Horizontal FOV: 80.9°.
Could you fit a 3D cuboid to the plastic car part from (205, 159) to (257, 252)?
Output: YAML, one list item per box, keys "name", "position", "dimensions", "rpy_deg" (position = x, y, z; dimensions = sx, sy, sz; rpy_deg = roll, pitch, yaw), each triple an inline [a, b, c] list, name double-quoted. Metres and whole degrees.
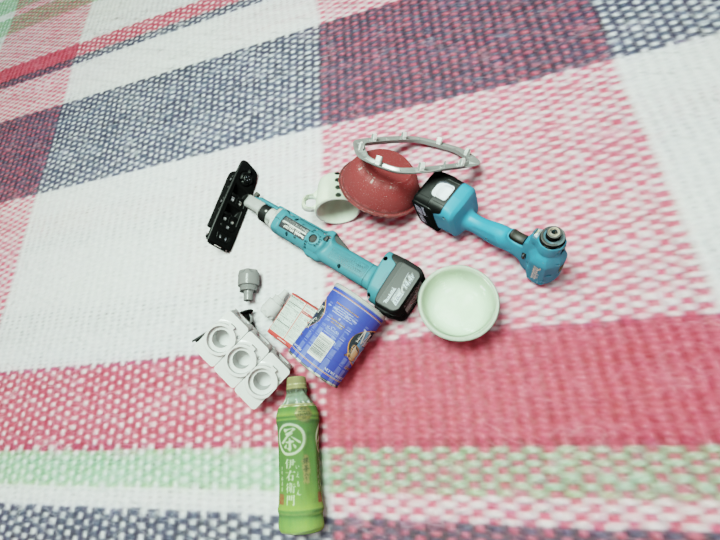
- name: "plastic car part"
  position: [-0.284, -0.143, 0.924]
  dimensions: [0.070, 0.062, 0.204]
  rpy_deg: [5, 70, 46]

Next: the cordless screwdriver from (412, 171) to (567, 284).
- name: "cordless screwdriver"
  position: [0.203, -0.078, 0.675]
  dimensions: [0.261, 0.152, 0.074]
  rpy_deg: [37, 83, 28]

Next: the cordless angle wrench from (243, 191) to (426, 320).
- name: "cordless angle wrench"
  position: [-0.079, -0.052, 0.810]
  dimensions: [0.444, 0.071, 0.098]
  rpy_deg: [31, 81, 29]

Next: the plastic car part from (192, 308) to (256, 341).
- name: "plastic car part"
  position: [-0.245, 0.130, 0.801]
  dimensions: [0.117, 0.064, 0.072]
  rpy_deg: [-29, 79, 1]

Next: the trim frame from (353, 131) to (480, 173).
- name: "trim frame"
  position: [0.100, -0.212, 0.757]
  dimensions: [0.239, 0.027, 0.195]
  rpy_deg: [-12, 39, -31]
